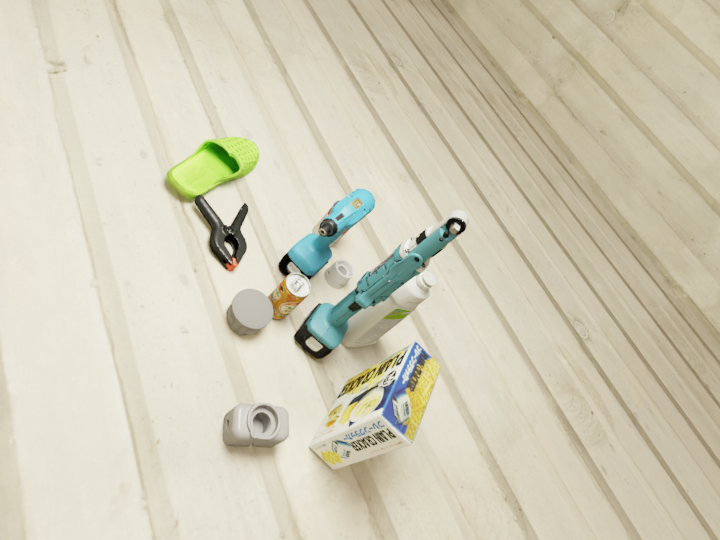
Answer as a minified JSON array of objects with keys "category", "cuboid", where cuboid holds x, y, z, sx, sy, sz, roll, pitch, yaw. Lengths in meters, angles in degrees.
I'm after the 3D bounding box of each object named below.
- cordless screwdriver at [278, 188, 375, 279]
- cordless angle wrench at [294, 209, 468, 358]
[{"category":"cordless screwdriver","cuboid":[-0.082,-0.053,0.835,0.074,0.252,0.157,47,43,-1]},{"category":"cordless angle wrench","cuboid":[0.024,0.029,0.717,0.074,0.428,0.097,42,43,-7]}]
